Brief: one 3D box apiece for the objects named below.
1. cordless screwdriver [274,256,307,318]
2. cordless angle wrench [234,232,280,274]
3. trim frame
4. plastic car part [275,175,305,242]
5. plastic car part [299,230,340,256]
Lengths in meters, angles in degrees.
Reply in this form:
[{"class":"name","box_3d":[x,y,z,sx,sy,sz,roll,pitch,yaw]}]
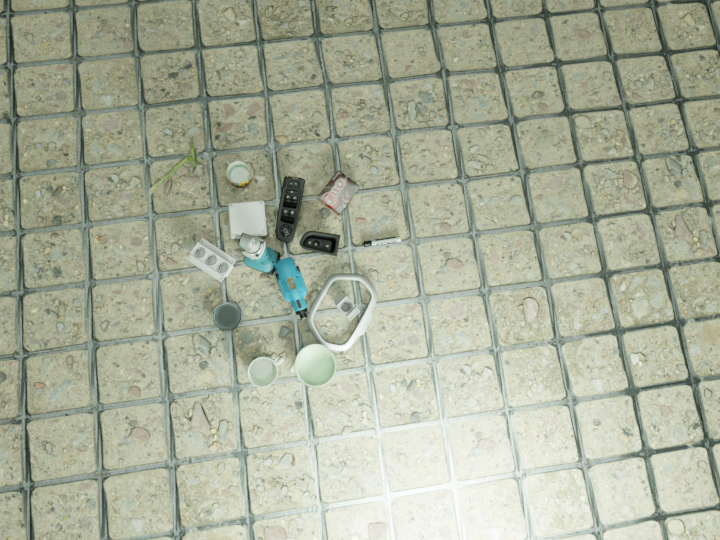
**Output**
[{"class":"cordless screwdriver","box_3d":[-0.185,0.054,1.173,0.074,0.249,0.160,-20,87,-9]},{"class":"cordless angle wrench","box_3d":[-0.268,-0.048,1.096,0.097,0.424,0.074,21,83,-6]},{"class":"trim frame","box_3d":[-0.054,0.122,1.281,0.185,0.027,0.248,29,82,1]},{"class":"plastic car part","box_3d":[-0.218,-0.183,1.297,0.066,0.067,0.204,10,82,-4]},{"class":"plastic car part","box_3d":[-0.126,-0.082,1.285,0.116,0.071,0.066,11,83,-3]}]
